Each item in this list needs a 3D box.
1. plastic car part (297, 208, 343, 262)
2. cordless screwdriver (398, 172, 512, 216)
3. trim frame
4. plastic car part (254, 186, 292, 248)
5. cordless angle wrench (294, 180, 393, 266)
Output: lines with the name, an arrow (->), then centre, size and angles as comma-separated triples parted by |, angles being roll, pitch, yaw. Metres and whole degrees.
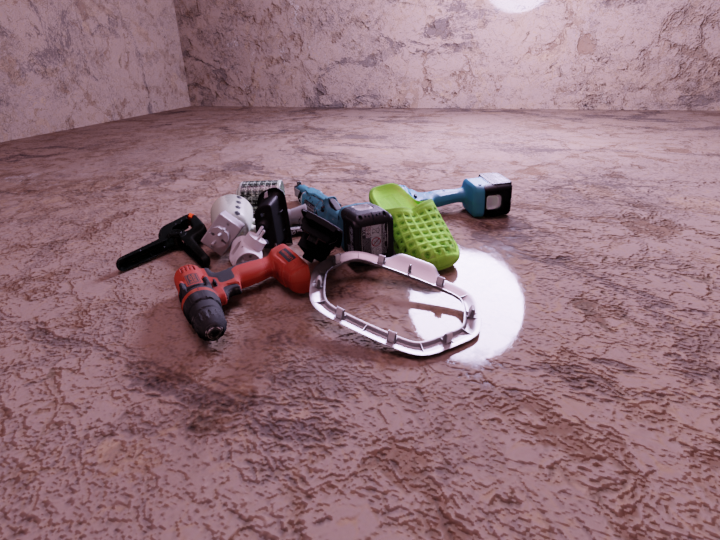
plastic car part -> -0.066, -0.043, 0.674 | 0.066, 0.067, 0.202 | 22, -1, -1
cordless screwdriver -> 0.194, -0.148, 0.910 | 0.251, 0.072, 0.163 | -5, 28, 4
trim frame -> 0.043, 0.032, 0.593 | 0.260, 0.027, 0.181 | 20, 38, 26
plastic car part -> -0.170, -0.087, 0.782 | 0.067, 0.113, 0.072 | 4, 34, 9
cordless angle wrench -> -0.067, -0.124, 0.881 | 0.072, 0.095, 0.444 | -12, 25, -21
